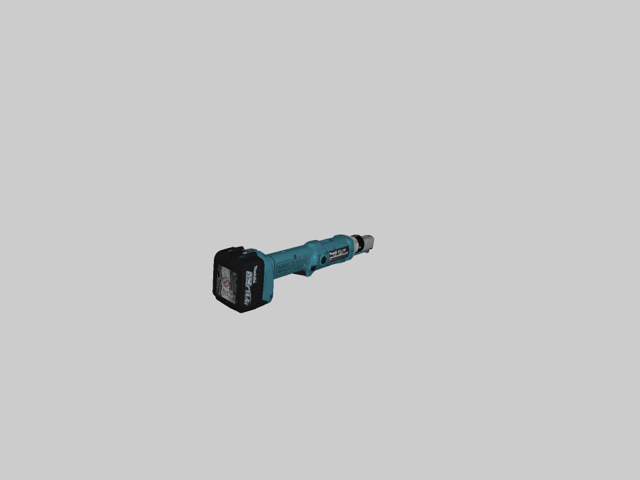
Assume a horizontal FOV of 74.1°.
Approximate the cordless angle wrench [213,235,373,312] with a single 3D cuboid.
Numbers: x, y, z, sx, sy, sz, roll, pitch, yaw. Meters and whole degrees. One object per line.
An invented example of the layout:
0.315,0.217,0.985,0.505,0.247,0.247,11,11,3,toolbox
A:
-0.015,0.034,0.827,0.074,0.098,0.422,20,21,35,cordless angle wrench
